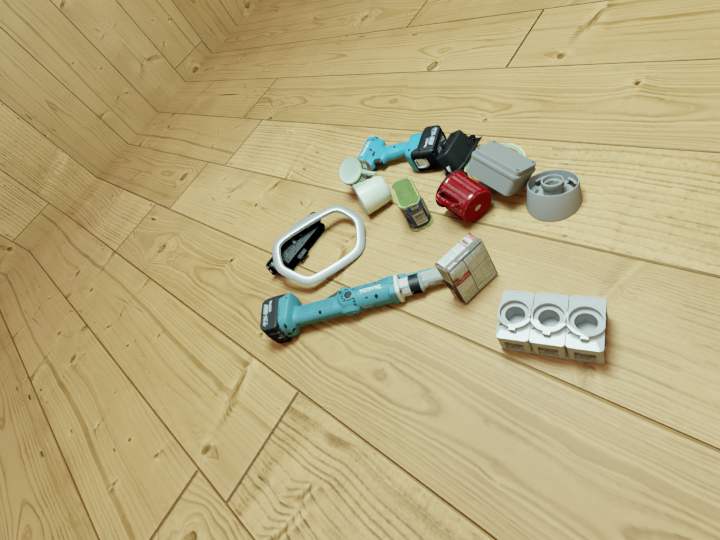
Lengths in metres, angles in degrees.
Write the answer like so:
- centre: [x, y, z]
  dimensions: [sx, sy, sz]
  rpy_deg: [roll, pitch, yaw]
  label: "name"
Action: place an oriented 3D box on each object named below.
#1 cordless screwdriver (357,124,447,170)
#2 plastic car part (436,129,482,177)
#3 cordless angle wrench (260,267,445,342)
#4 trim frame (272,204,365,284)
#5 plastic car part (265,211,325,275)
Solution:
- centre: [0.095, -0.292, 1.108]
  dimensions: [0.262, 0.070, 0.160]
  rpy_deg: [6, 61, 40]
  label: "cordless screwdriver"
- centre: [0.224, -0.290, 1.011]
  dimensions: [0.116, 0.069, 0.068]
  rpy_deg: [-55, 19, -17]
  label: "plastic car part"
- centre: [-0.018, 0.064, 0.917]
  dimensions: [0.433, 0.070, 0.101]
  rpy_deg: [-16, 50, 19]
  label: "cordless angle wrench"
- centre: [-0.103, -0.067, 1.054]
  dimensions: [0.247, 0.026, 0.192]
  rpy_deg: [-34, 64, -4]
  label: "trim frame"
- centre: [-0.161, -0.068, 1.110]
  dimensions: [0.071, 0.063, 0.203]
  rpy_deg: [25, 73, 32]
  label: "plastic car part"
